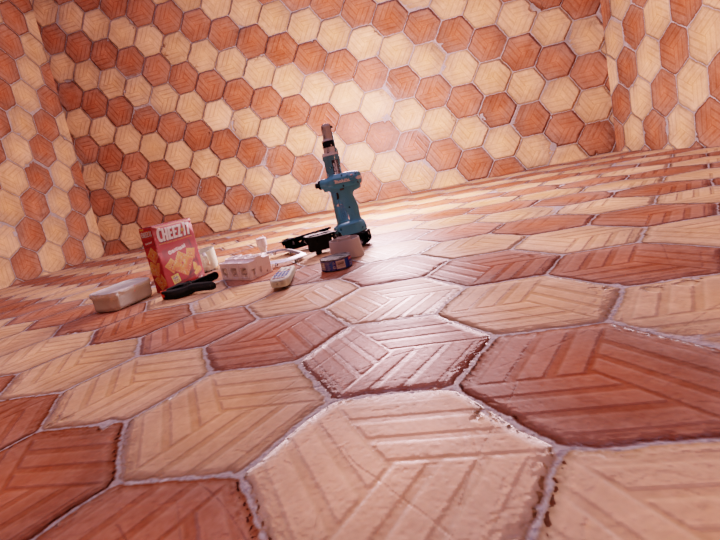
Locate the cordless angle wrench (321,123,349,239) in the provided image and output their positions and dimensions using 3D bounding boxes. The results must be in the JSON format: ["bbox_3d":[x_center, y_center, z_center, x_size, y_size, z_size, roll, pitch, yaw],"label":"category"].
[{"bbox_3d":[-0.083,-0.300,1.479,0.095,0.417,0.077,-16,10,-28],"label":"cordless angle wrench"}]

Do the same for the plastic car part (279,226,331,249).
[{"bbox_3d":[-0.205,-0.114,1.588,0.202,0.066,0.067,-13,11,-3],"label":"plastic car part"}]

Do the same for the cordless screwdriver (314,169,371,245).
[{"bbox_3d":[-0.057,-0.198,1.406,0.164,0.245,0.073,-8,10,23],"label":"cordless screwdriver"}]

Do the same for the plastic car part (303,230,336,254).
[{"bbox_3d":[-0.139,-0.091,1.417,0.113,0.070,0.069,-21,14,-38],"label":"plastic car part"}]

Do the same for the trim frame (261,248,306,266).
[{"bbox_3d":[-0.286,-0.045,1.456,0.179,0.027,0.259,-19,14,-26],"label":"trim frame"}]
